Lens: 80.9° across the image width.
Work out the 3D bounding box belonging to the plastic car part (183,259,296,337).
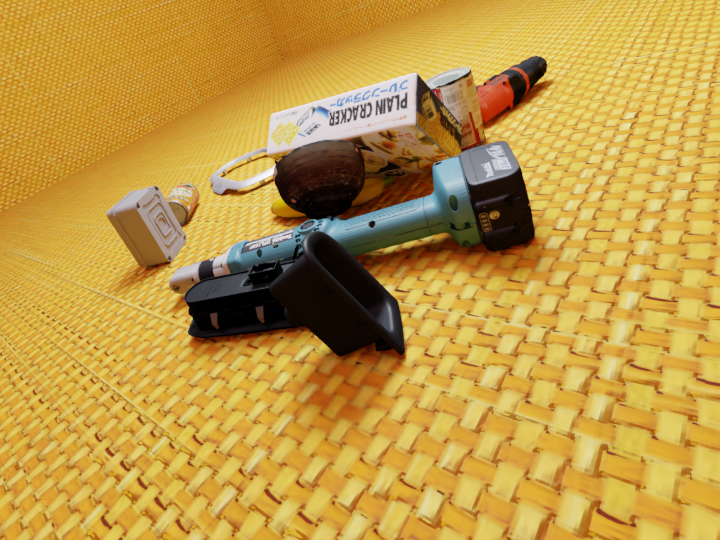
[{"bbox_3d":[-0.102,0.027,0.434,0.208,0.064,0.068,-14,39,21],"label":"plastic car part"}]

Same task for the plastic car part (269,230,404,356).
[{"bbox_3d":[-0.026,0.026,0.346,0.072,0.112,0.067,-39,23,23],"label":"plastic car part"}]

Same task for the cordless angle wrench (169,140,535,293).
[{"bbox_3d":[-0.046,-0.030,0.472,0.434,0.071,0.099,-14,32,20],"label":"cordless angle wrench"}]

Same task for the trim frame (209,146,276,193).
[{"bbox_3d":[-0.240,-0.222,0.922,0.181,0.026,0.263,-37,35,-22],"label":"trim frame"}]

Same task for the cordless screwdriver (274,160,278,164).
[{"bbox_3d":[-0.053,-0.252,0.800,0.165,0.071,0.249,-7,32,26],"label":"cordless screwdriver"}]
